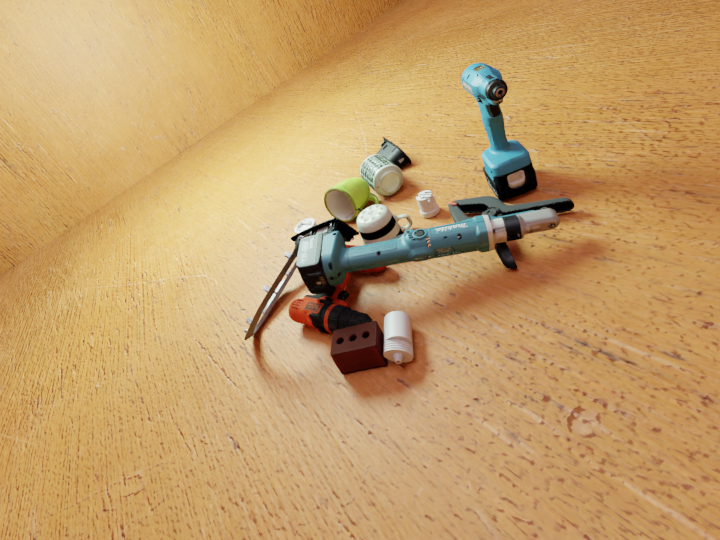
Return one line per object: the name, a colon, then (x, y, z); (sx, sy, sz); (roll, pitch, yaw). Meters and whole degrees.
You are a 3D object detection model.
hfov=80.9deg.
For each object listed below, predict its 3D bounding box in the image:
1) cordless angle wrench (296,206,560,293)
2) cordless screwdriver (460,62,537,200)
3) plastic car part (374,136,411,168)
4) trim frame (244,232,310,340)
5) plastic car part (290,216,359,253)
cordless angle wrench: (0.102, -0.044, 0.713); (0.432, 0.071, 0.100); (-10, 42, 15)
cordless screwdriver: (0.252, -0.243, 0.760); (0.075, 0.239, 0.163); (-22, 29, 12)
plastic car part: (0.078, -0.299, 1.129); (0.071, 0.062, 0.122); (-42, 36, 10)
trim frame: (-0.163, 0.027, 0.833); (0.249, 0.027, 0.183); (-63, 3, -21)
plastic car part: (-0.090, -0.059, 0.925); (0.211, 0.063, 0.067); (-6, 65, 55)
